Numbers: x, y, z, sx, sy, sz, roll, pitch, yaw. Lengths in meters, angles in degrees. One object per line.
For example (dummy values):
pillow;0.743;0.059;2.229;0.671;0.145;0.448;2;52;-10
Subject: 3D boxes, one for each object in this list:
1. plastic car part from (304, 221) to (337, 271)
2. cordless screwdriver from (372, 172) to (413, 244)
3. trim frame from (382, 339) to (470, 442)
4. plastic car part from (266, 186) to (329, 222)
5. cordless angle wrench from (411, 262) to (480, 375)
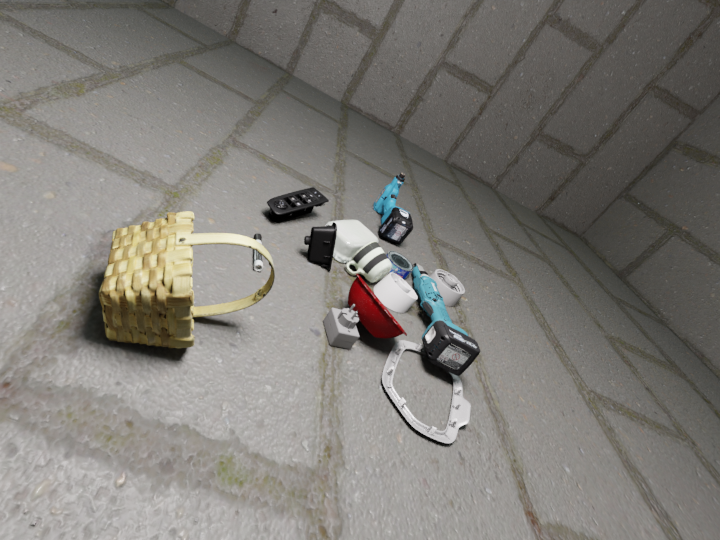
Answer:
plastic car part;-0.097;-0.063;0.990;0.070;0.114;0.069;0;36;-11
cordless screwdriver;0.113;-0.207;1.372;0.072;0.159;0.257;23;31;-21
trim frame;0.132;0.224;0.828;0.187;0.027;0.245;36;26;5
plastic car part;-0.175;-0.171;1.117;0.068;0.067;0.197;48;35;12
cordless angle wrench;0.178;0.083;1.044;0.096;0.074;0.433;27;21;-14
